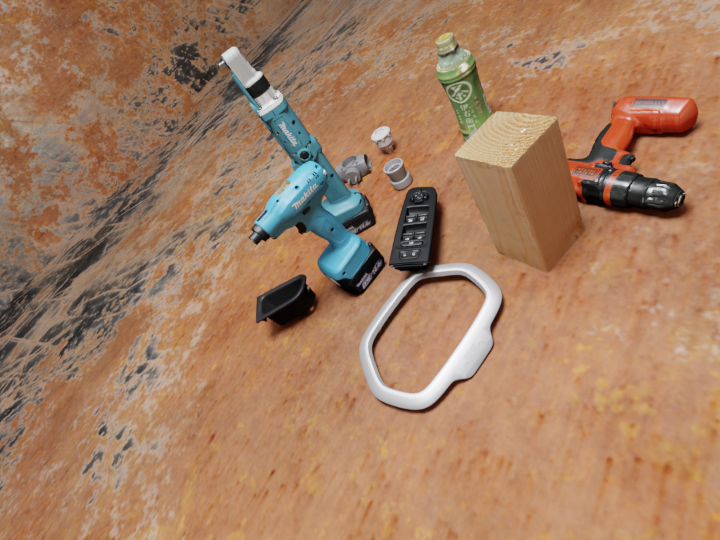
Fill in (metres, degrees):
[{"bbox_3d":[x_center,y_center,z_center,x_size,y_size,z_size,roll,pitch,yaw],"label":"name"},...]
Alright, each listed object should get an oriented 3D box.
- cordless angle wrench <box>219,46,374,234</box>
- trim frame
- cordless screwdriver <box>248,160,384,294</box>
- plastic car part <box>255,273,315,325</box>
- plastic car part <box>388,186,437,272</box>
[{"bbox_3d":[-0.107,-0.223,0.786,0.099,0.401,0.077,-29,39,12],"label":"cordless angle wrench"},{"bbox_3d":[0.100,0.088,0.631,0.195,0.026,0.248,24,70,47],"label":"trim frame"},{"bbox_3d":[-0.071,-0.046,0.724,0.158,0.236,0.079,-50,39,-13],"label":"cordless screwdriver"},{"bbox_3d":[-0.133,0.065,0.802,0.118,0.067,0.068,-27,41,15],"label":"plastic car part"},{"bbox_3d":[0.105,-0.072,0.745,0.069,0.063,0.206,-12,47,30],"label":"plastic car part"}]
